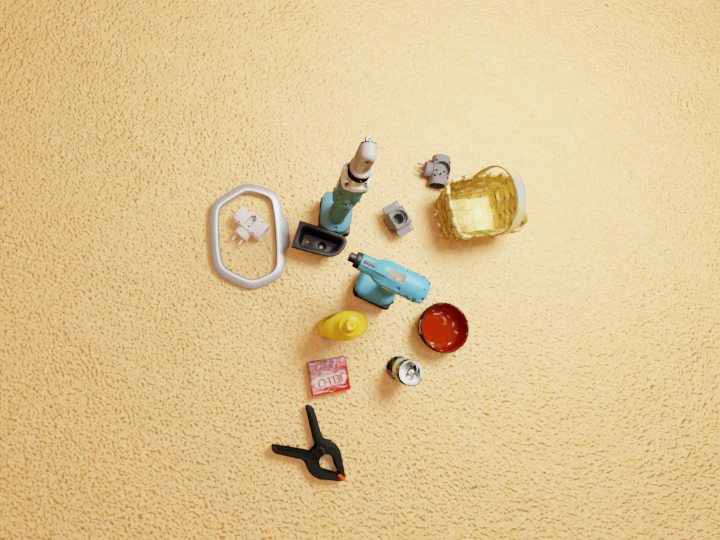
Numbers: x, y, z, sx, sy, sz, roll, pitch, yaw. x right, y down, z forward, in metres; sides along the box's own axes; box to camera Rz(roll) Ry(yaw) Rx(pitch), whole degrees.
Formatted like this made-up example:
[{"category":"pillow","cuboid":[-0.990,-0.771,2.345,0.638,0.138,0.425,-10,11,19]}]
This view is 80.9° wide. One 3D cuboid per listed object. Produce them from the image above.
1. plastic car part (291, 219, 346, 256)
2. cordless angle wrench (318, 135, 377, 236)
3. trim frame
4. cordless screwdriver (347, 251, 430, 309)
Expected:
[{"category":"plastic car part","cuboid":[-0.095,-0.062,0.974,0.116,0.071,0.066,17,80,-4]},{"category":"cordless angle wrench","cuboid":[-0.027,-0.148,0.817,0.073,0.424,0.099,6,82,-10]},{"category":"trim frame","cuboid":[-0.257,-0.081,0.985,0.182,0.027,0.251,-5,80,-6]},{"category":"cordless screwdriver","cuboid":[0.031,0.019,0.881,0.158,0.249,0.074,26,79,-5]}]
